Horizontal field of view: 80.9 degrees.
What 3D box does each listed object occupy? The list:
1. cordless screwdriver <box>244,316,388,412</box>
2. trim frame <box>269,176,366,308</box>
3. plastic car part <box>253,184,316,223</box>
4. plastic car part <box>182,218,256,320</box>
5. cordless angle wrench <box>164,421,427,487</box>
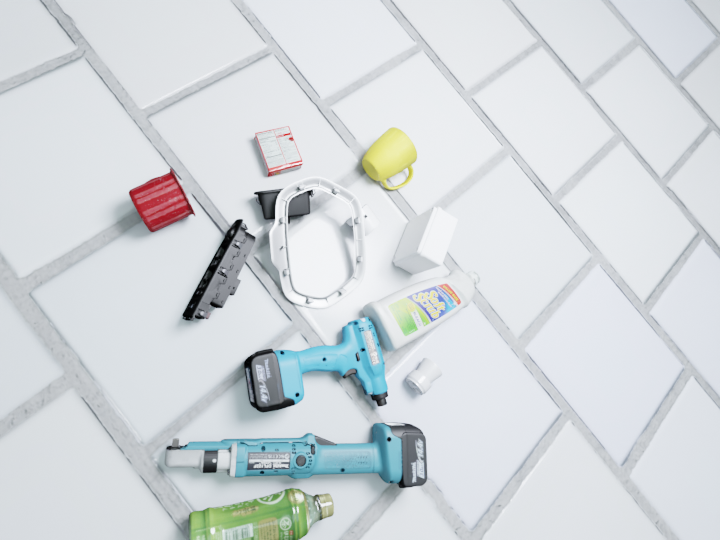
[{"bbox_3d":[-0.069,0.187,0.737,0.242,0.075,0.161,-13,80,-23],"label":"cordless screwdriver"},{"bbox_3d":[-0.077,-0.050,0.788,0.180,0.028,0.247,-4,96,-13],"label":"trim frame"},{"bbox_3d":[-0.143,-0.124,0.812,0.114,0.068,0.070,-12,95,-16],"label":"plastic car part"},{"bbox_3d":[-0.239,0.000,0.746,0.065,0.068,0.205,25,70,-21],"label":"plastic car part"},{"bbox_3d":[-0.101,0.306,0.697,0.414,0.075,0.099,4,75,-12],"label":"cordless angle wrench"}]
